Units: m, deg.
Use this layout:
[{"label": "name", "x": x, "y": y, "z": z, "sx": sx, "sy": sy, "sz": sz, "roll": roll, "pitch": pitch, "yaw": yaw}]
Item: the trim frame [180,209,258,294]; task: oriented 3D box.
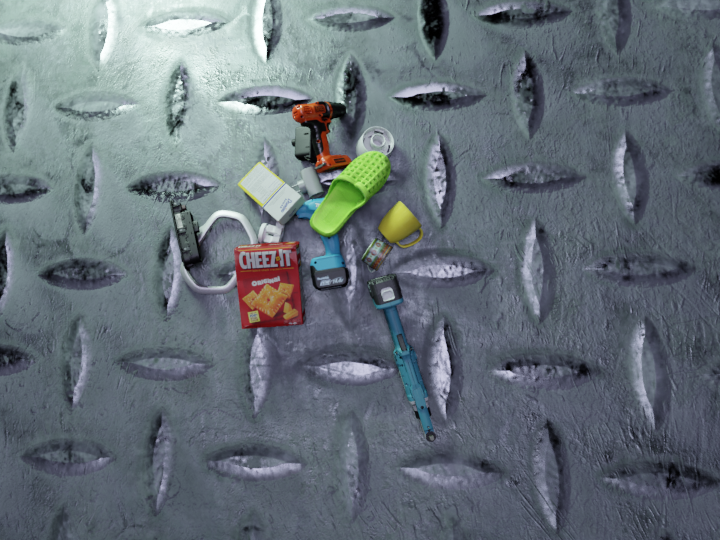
[{"label": "trim frame", "x": -0.391, "y": -0.049, "z": 1.169, "sx": 0.186, "sy": 0.027, "sz": 0.248, "roll": 29, "pitch": 87, "yaw": 6}]

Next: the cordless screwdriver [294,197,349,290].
[{"label": "cordless screwdriver", "x": -0.111, "y": -0.072, "z": 1.130, "sx": 0.160, "sy": 0.073, "sz": 0.252, "roll": -5, "pitch": 79, "yaw": 4}]

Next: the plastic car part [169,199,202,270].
[{"label": "plastic car part", "x": -0.470, "y": -0.095, "z": 1.149, "sx": 0.066, "sy": 0.066, "sz": 0.208, "roll": -10, "pitch": 72, "yaw": -15}]

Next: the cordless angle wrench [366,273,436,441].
[{"label": "cordless angle wrench", "x": 0.114, "y": 0.220, "z": 1.072, "sx": 0.074, "sy": 0.097, "sz": 0.425, "roll": -17, "pitch": 86, "yaw": -1}]

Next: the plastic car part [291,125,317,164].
[{"label": "plastic car part", "x": -0.157, "y": -0.354, "z": 1.181, "sx": 0.073, "sy": 0.063, "sz": 0.118, "roll": -7, "pitch": 80, "yaw": 15}]
